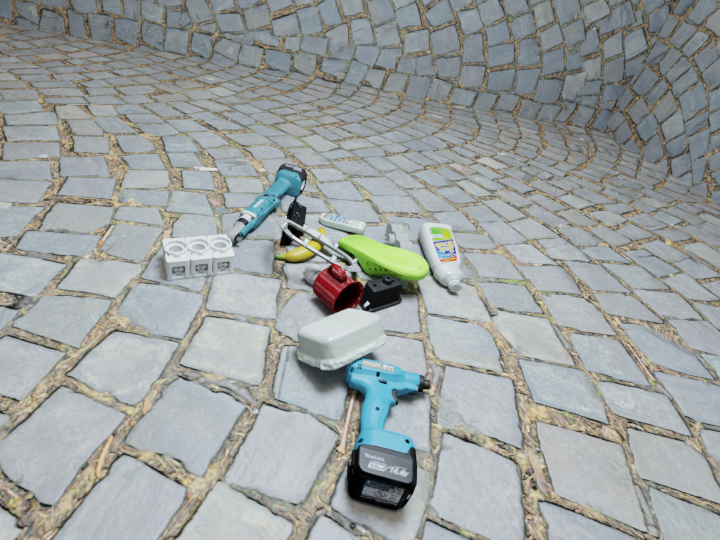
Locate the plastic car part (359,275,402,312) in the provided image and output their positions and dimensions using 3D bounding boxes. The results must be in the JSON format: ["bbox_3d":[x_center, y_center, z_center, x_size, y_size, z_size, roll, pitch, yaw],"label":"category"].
[{"bbox_3d":[0.050,0.046,0.996,0.113,0.069,0.070,-14,45,-28],"label":"plastic car part"}]

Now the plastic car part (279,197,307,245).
[{"bbox_3d":[-0.182,-0.141,1.194,0.065,0.066,0.210,15,34,-17],"label":"plastic car part"}]

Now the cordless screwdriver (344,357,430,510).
[{"bbox_3d":[0.053,0.255,0.708,0.158,0.073,0.255,10,32,-5],"label":"cordless screwdriver"}]

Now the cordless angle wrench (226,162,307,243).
[{"bbox_3d":[-0.277,-0.198,1.241,0.100,0.073,0.424,18,38,7],"label":"cordless angle wrench"}]

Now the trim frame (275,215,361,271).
[{"bbox_3d":[-0.102,-0.067,1.045,0.245,0.027,0.187,29,11,-8],"label":"trim frame"}]
